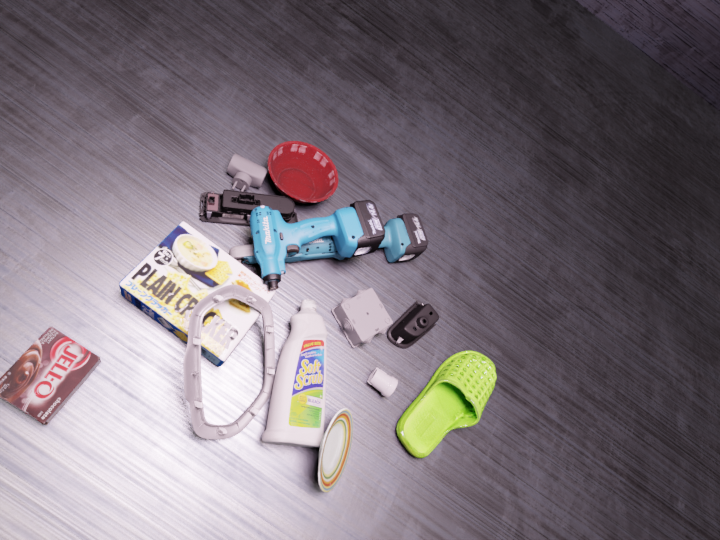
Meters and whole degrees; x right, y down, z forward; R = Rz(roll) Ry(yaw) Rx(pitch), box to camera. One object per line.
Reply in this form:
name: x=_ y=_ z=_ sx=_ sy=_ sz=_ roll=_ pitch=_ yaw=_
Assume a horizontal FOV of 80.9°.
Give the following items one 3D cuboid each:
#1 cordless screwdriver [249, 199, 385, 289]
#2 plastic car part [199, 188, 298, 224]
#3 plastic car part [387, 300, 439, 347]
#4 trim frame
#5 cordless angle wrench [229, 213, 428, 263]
cordless screwdriver: x=-0.078 y=-0.051 z=0.802 sx=0.243 sy=0.074 sz=0.164 roll=-7 pitch=67 yaw=-15
plastic car part: x=-0.220 y=-0.132 z=0.863 sx=0.196 sy=0.067 sz=0.068 roll=6 pitch=58 yaw=-23
plastic car part: x=0.118 y=0.110 z=0.872 sx=0.114 sy=0.071 sz=0.067 roll=-35 pitch=83 yaw=-35
trim frame: x=-0.205 y=0.147 z=0.681 sx=0.176 sy=0.029 sz=0.247 roll=-5 pitch=97 yaw=-50
cordless angle wrench: x=-0.061 y=-0.055 z=0.884 sx=0.410 sy=0.075 sz=0.101 roll=-7 pitch=70 yaw=-22
